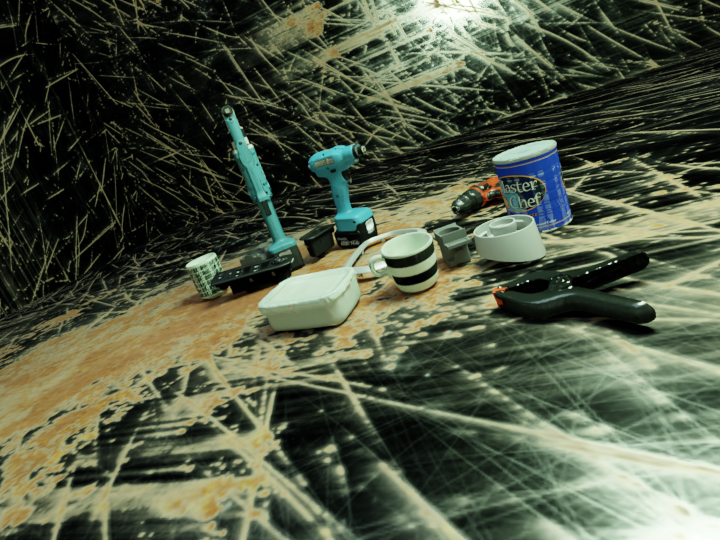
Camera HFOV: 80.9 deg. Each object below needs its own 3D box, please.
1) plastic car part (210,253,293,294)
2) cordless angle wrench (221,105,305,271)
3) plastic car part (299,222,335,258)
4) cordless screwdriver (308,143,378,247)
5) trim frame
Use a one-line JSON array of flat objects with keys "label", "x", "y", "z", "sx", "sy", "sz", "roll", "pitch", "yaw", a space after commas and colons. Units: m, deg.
[{"label": "plastic car part", "x": -0.250, "y": 0.014, "z": 1.006, "sx": 0.204, "sy": 0.065, "sz": 0.067, "roll": -19, "pitch": 16, "yaw": 4}, {"label": "cordless angle wrench", "x": -0.248, "y": -0.195, "z": 1.039, "sx": 0.074, "sy": 0.413, "sz": 0.101, "roll": -22, "pitch": 14, "yaw": -8}, {"label": "plastic car part", "x": -0.105, "y": -0.069, "z": 1.077, "sx": 0.068, "sy": 0.069, "sz": 0.115, "roll": -10, "pitch": 20, "yaw": 32}, {"label": "cordless screwdriver", "x": -0.022, "y": -0.182, "z": 1.030, "sx": 0.166, "sy": 0.243, "sz": 0.073, "roll": -6, "pitch": 20, "yaw": 42}, {"label": "trim frame", "x": 0.048, "y": -0.042, "z": 0.907, "sx": 0.190, "sy": 0.027, "sz": 0.247, "roll": -13, "pitch": 20, "yaw": 22}]
